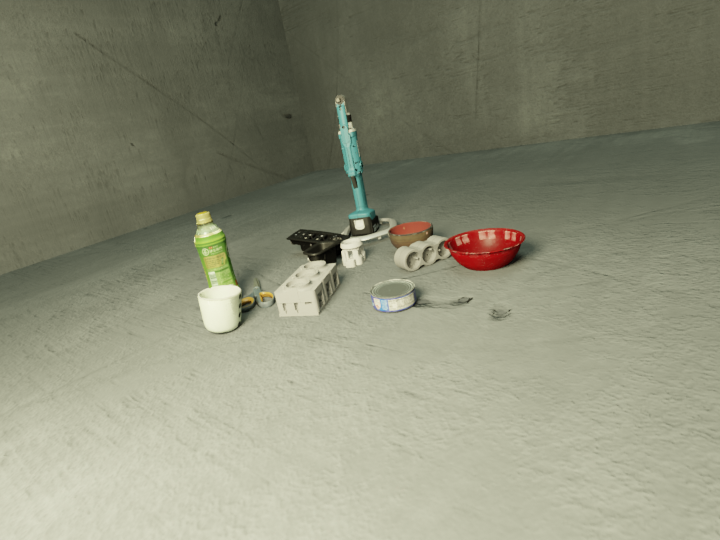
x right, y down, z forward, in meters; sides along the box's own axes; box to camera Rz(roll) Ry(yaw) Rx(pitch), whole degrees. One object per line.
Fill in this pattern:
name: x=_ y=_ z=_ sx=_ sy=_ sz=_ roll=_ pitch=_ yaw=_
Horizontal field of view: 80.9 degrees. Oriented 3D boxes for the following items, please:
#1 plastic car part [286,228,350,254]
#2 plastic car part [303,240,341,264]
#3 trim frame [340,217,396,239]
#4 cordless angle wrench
plastic car part: x=-0.118 y=-0.077 z=1.210 sx=0.213 sy=0.065 sz=0.064 roll=5 pitch=24 yaw=40
plastic car part: x=-0.096 y=-0.028 z=1.056 sx=0.069 sy=0.069 sz=0.114 roll=-2 pitch=21 yaw=27
trim frame: x=0.021 y=-0.125 z=1.315 sx=0.187 sy=0.027 sz=0.251 roll=-9 pitch=20 yaw=8
cordless angle wrench: x=-0.021 y=-0.315 z=1.284 sx=0.077 sy=0.414 sz=0.097 roll=-5 pitch=17 yaw=21
